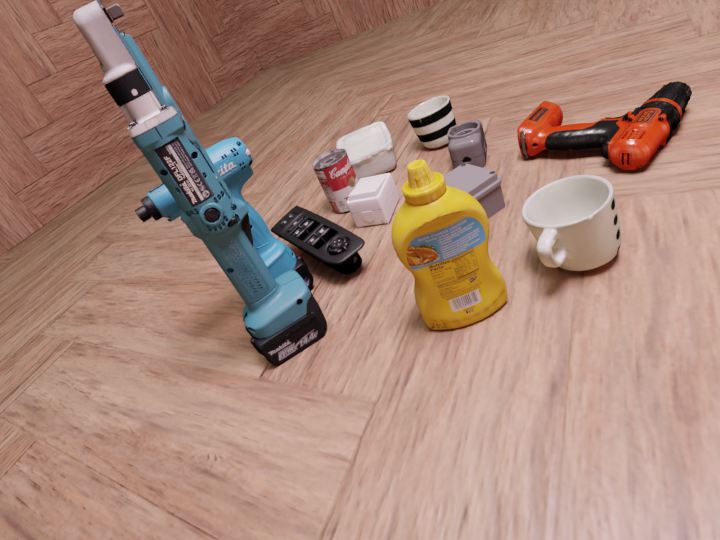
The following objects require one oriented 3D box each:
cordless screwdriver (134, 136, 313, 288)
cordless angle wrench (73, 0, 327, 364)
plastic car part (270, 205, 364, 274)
[{"bbox_3d":[-0.178,-0.039,0.586,0.157,0.238,0.078,-38,33,-18],"label":"cordless screwdriver"},{"bbox_3d":[-0.164,-0.069,0.466,0.097,0.405,0.078,-31,31,-9],"label":"cordless angle wrench"},{"bbox_3d":[-0.066,-0.043,0.671,0.065,0.064,0.214,-39,35,-19],"label":"plastic car part"}]
